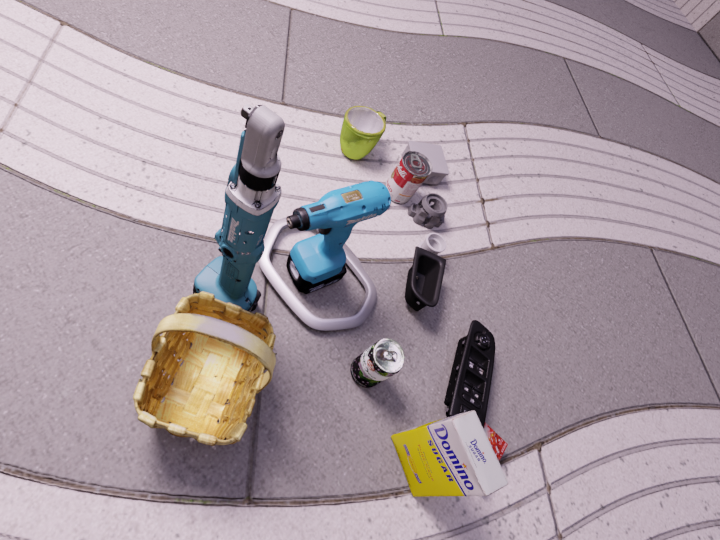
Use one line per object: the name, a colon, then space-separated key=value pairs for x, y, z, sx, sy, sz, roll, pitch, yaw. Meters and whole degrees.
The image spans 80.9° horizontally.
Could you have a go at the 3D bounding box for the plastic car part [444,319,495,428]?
plastic car part: x=0.189 y=0.182 z=0.734 sx=0.066 sy=0.067 sz=0.204 roll=29 pitch=55 yaw=-3

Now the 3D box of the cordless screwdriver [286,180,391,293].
cordless screwdriver: x=-0.066 y=-0.043 z=0.674 sx=0.154 sy=0.249 sz=0.076 roll=-20 pitch=72 yaw=-30

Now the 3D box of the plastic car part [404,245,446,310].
plastic car part: x=0.112 y=0.025 z=0.800 sx=0.065 sy=0.071 sz=0.118 roll=23 pitch=56 yaw=-8

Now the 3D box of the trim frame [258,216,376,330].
trim frame: x=-0.077 y=0.001 z=0.778 sx=0.180 sy=0.027 sz=0.254 roll=-35 pitch=76 yaw=-32

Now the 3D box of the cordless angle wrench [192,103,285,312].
cordless angle wrench: x=-0.152 y=-0.039 z=0.538 sx=0.098 sy=0.423 sz=0.074 roll=39 pitch=55 yaw=1
